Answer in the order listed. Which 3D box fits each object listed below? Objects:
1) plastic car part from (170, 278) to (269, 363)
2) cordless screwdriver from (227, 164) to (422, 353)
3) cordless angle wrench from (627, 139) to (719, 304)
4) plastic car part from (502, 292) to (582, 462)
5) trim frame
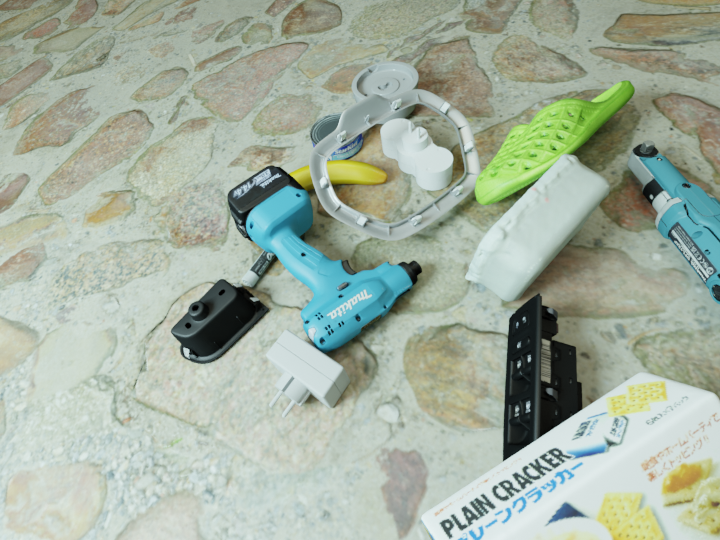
[{"bbox_3d":[-0.184,0.058,0.526,0.069,0.068,0.115,32,66,30],"label":"plastic car part"},{"bbox_3d":[-0.053,-0.035,0.544,0.157,0.072,0.260,-33,64,-15],"label":"cordless screwdriver"},{"bbox_3d":[0.377,0.018,0.407,0.075,0.094,0.438,-11,51,4],"label":"cordless angle wrench"},{"bbox_3d":[0.170,0.129,0.398,0.067,0.066,0.205,22,60,-4],"label":"plastic car part"},{"bbox_3d":[0.051,-0.146,0.551,0.246,0.027,0.187,-35,81,-15],"label":"trim frame"}]
